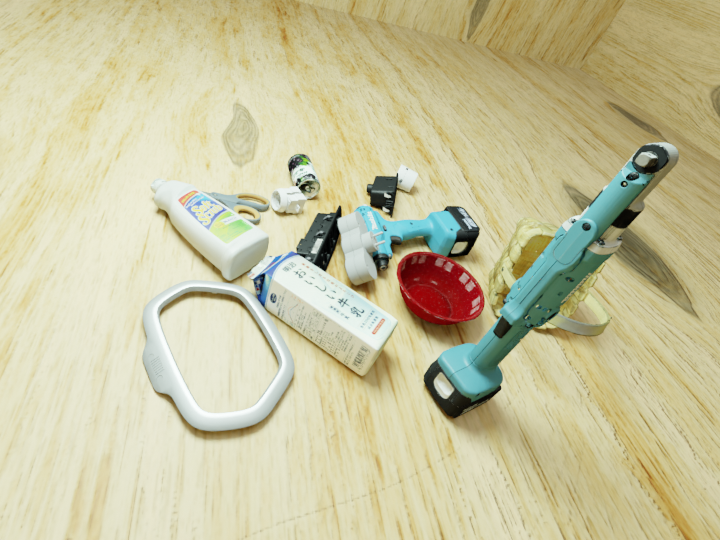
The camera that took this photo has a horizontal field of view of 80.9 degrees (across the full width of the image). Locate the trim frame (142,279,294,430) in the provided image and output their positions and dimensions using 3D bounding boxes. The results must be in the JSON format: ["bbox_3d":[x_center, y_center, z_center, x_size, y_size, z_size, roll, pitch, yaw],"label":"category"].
[{"bbox_3d":[-0.200,0.104,0.586,0.178,0.027,0.261,-17,54,-35],"label":"trim frame"}]

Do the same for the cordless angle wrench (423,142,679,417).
[{"bbox_3d":[0.205,0.036,0.503,0.094,0.417,0.078,-10,51,-33],"label":"cordless angle wrench"}]

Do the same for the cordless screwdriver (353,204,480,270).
[{"bbox_3d":[0.116,-0.063,0.849,0.243,0.073,0.166,-1,45,-15],"label":"cordless screwdriver"}]

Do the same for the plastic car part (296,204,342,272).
[{"bbox_3d":[-0.076,-0.050,0.778,0.069,0.064,0.204,2,39,18],"label":"plastic car part"}]

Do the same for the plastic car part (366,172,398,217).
[{"bbox_3d":[0.049,-0.182,0.969,0.072,0.064,0.119,6,38,4],"label":"plastic car part"}]
